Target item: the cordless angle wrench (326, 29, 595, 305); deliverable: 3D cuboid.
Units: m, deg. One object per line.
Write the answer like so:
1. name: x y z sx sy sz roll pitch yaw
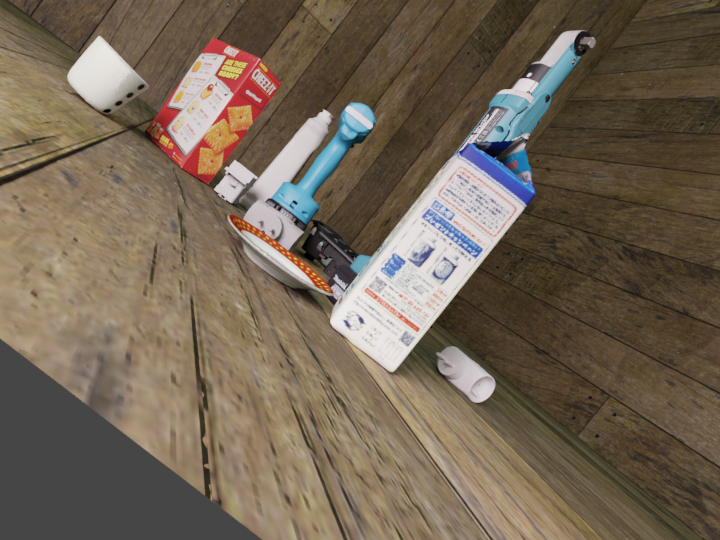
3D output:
1. cordless angle wrench: 0.122 -0.108 0.501 0.070 0.423 0.103 36 3 -38

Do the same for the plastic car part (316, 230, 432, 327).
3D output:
1. plastic car part: 0.009 0.025 0.600 0.211 0.067 0.064 38 2 21

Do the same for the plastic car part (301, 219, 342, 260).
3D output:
1. plastic car part: -0.076 -0.050 0.774 0.066 0.071 0.117 38 2 -3

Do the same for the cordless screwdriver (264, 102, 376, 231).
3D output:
1. cordless screwdriver: -0.071 -0.155 0.698 0.073 0.249 0.161 37 2 -9

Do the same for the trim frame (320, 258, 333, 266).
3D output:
1. trim frame: -0.020 0.014 0.924 0.262 0.027 0.174 39 2 32
